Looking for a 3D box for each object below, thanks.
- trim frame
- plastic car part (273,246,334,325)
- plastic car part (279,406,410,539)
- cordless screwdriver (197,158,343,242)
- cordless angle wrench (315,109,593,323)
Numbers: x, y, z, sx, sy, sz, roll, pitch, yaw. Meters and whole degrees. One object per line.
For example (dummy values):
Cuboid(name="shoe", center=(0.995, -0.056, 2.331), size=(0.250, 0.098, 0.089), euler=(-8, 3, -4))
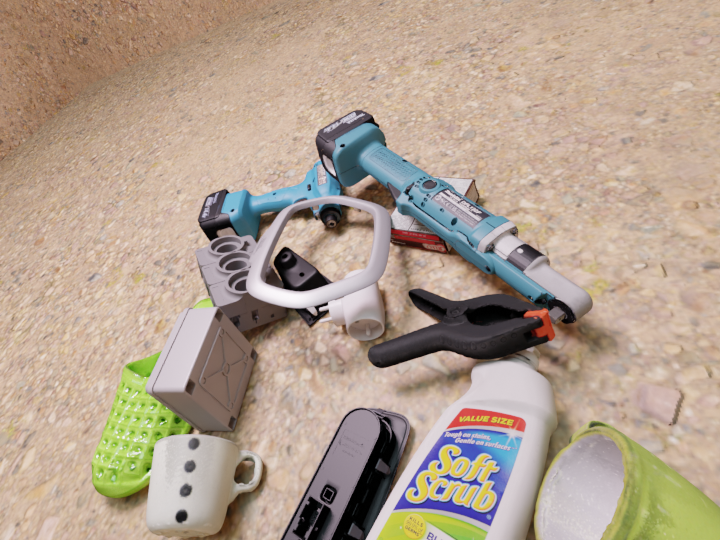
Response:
Cuboid(name="trim frame", center=(-0.054, -0.035, 0.550), size=(0.188, 0.026, 0.253), euler=(-2, 39, 10))
Cuboid(name="plastic car part", center=(-0.085, 0.007, 0.580), size=(0.065, 0.067, 0.123), euler=(-39, 45, -13))
Cuboid(name="plastic car part", center=(-0.025, 0.204, 0.366), size=(0.070, 0.064, 0.202), euler=(4, 49, 41))
Cuboid(name="cordless screwdriver", center=(-0.149, -0.099, 0.718), size=(0.252, 0.071, 0.165), euler=(-17, 43, 9))
Cuboid(name="cordless angle wrench", center=(0.085, -0.085, 0.521), size=(0.097, 0.071, 0.447), euler=(-33, 48, -12))
